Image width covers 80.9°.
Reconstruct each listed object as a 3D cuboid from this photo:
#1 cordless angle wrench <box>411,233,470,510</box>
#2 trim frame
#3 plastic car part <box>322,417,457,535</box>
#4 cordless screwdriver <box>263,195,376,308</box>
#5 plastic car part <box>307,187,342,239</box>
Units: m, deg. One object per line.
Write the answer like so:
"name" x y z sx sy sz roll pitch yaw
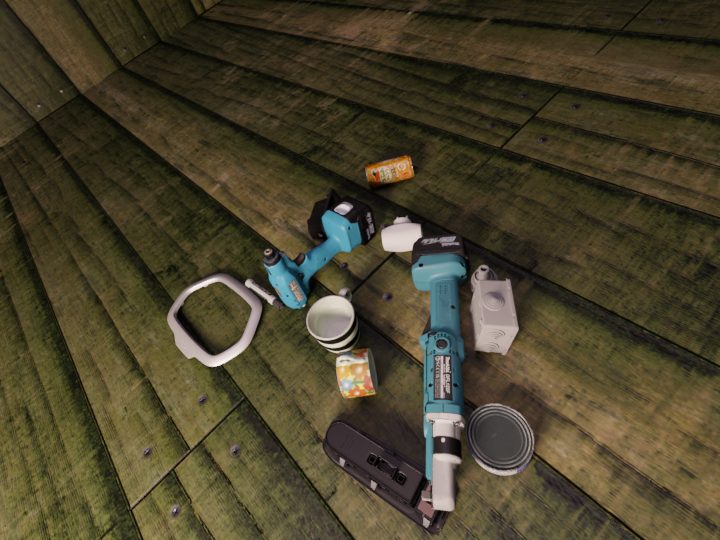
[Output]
"cordless angle wrench" 0.126 0.124 0.647 0.101 0.071 0.432 -6 49 17
"trim frame" -0.311 0.098 0.891 0.262 0.026 0.183 29 68 35
"plastic car part" 0.024 0.276 0.595 0.214 0.063 0.066 19 68 35
"cordless screwdriver" -0.081 -0.053 0.833 0.079 0.151 0.247 30 66 35
"plastic car part" -0.086 -0.118 0.955 0.074 0.062 0.118 -5 54 37
